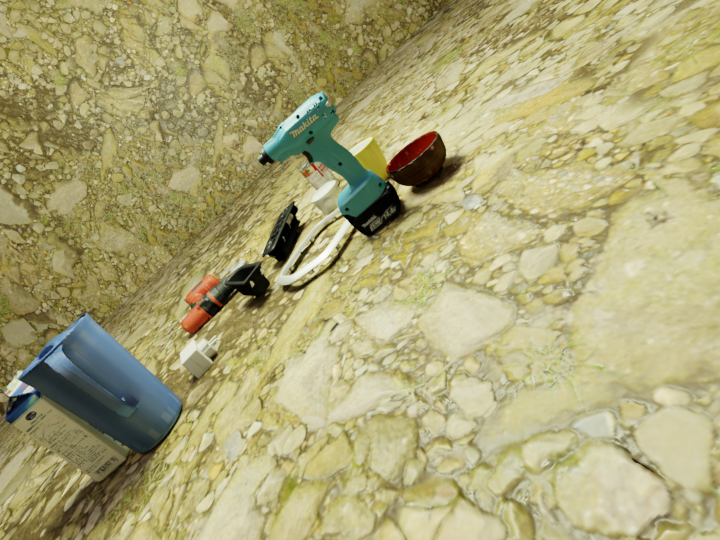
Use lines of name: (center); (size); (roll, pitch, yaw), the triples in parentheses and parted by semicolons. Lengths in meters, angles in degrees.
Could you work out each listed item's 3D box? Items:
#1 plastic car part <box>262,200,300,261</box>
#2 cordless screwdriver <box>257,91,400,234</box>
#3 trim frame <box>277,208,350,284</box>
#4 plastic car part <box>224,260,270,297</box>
plastic car part: (-0.193, -0.090, 1.056); (0.068, 0.065, 0.206); (-30, 26, 29)
cordless screwdriver: (-0.053, -0.167, 0.749); (0.161, 0.240, 0.076); (-36, 20, 17)
trim frame: (-0.086, -0.056, 0.881); (0.190, 0.026, 0.249); (-19, 33, 43)
plastic car part: (-0.239, 0.029, 0.922); (0.121, 0.068, 0.066); (-11, 37, 52)
